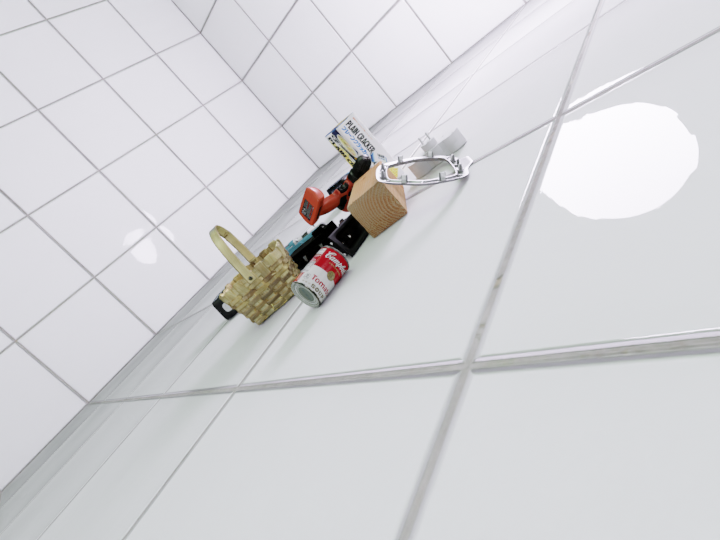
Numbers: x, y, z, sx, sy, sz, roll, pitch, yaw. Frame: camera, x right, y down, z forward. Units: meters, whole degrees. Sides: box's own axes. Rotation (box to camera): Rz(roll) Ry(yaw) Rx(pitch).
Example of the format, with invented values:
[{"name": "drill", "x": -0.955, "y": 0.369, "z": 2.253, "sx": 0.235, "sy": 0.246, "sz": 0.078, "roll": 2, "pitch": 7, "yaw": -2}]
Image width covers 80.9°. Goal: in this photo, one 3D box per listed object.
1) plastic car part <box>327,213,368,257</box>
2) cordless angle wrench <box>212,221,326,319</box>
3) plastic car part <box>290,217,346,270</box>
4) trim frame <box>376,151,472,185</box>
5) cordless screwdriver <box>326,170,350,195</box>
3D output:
[{"name": "plastic car part", "x": -0.030, "y": -0.071, "z": 0.932, "sx": 0.116, "sy": 0.066, "sz": 0.071, "roll": -53, "pitch": 4, "yaw": -41}, {"name": "cordless angle wrench", "x": -0.269, "y": -0.010, "z": 1.290, "sx": 0.425, "sy": 0.072, "sz": 0.100, "roll": -38, "pitch": 15, "yaw": 9}, {"name": "plastic car part", "x": -0.107, "y": -0.070, "z": 1.091, "sx": 0.204, "sy": 0.064, "sz": 0.068, "roll": -41, "pitch": 25, "yaw": 16}, {"name": "trim frame", "x": 0.123, "y": -0.206, "z": 0.841, "sx": 0.187, "sy": 0.027, "sz": 0.251, "roll": -4, "pitch": 23, "yaw": 8}, {"name": "cordless screwdriver", "x": -0.014, "y": -0.329, "z": 1.493, "sx": 0.163, "sy": 0.073, "sz": 0.248, "roll": -32, "pitch": 16, "yaw": 32}]
